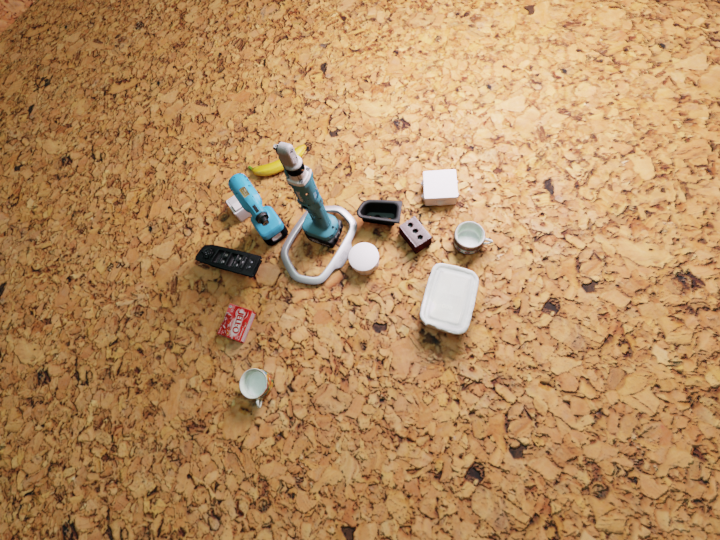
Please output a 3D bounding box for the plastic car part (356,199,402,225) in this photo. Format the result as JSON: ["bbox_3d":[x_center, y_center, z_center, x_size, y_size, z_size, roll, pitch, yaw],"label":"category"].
[{"bbox_3d":[0.053,-0.151,1.154,0.119,0.068,0.067,6,70,13],"label":"plastic car part"}]

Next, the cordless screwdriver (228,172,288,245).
[{"bbox_3d":[-0.257,-0.139,1.122,0.074,0.240,0.166,-35,68,-5],"label":"cordless screwdriver"}]

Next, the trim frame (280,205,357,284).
[{"bbox_3d":[-0.116,-0.076,1.182,0.191,0.026,0.248,26,76,21],"label":"trim frame"}]

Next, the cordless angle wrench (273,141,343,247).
[{"bbox_3d":[-0.124,-0.174,1.015,0.101,0.408,0.075,20,74,14],"label":"cordless angle wrench"}]

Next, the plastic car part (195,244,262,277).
[{"bbox_3d":[-0.369,-0.026,1.196,0.209,0.064,0.067,15,72,17],"label":"plastic car part"}]
